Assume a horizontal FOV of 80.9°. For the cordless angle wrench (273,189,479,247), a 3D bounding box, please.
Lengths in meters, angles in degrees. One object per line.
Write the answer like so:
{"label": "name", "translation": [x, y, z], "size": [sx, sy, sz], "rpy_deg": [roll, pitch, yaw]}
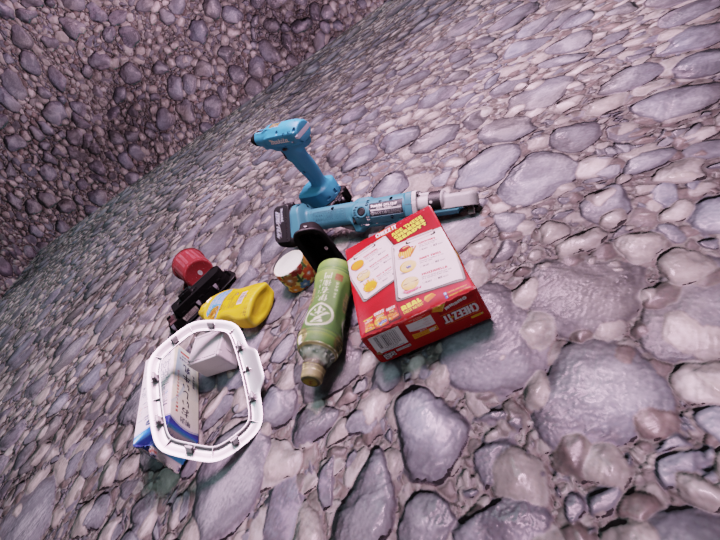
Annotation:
{"label": "cordless angle wrench", "translation": [0.013, -0.111, 0.827], "size": [0.441, 0.071, 0.098], "rpy_deg": [-4, 88, 33]}

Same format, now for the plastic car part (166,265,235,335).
{"label": "plastic car part", "translation": [-0.391, 0.061, 1.018], "size": [0.202, 0.064, 0.069], "rpy_deg": [-42, 26, -11]}

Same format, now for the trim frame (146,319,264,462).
{"label": "trim frame", "translation": [-0.251, 0.181, 0.686], "size": [0.180, 0.027, 0.261], "rpy_deg": [-15, 48, -15]}

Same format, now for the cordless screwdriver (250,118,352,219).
{"label": "cordless screwdriver", "translation": [-0.134, -0.220, 0.944], "size": [0.167, 0.236, 0.074], "rpy_deg": [5, 50, 40]}

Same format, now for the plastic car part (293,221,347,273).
{"label": "plastic car part", "translation": [-0.080, -0.052, 0.818], "size": [0.067, 0.112, 0.073], "rpy_deg": [-29, 27, 13]}
